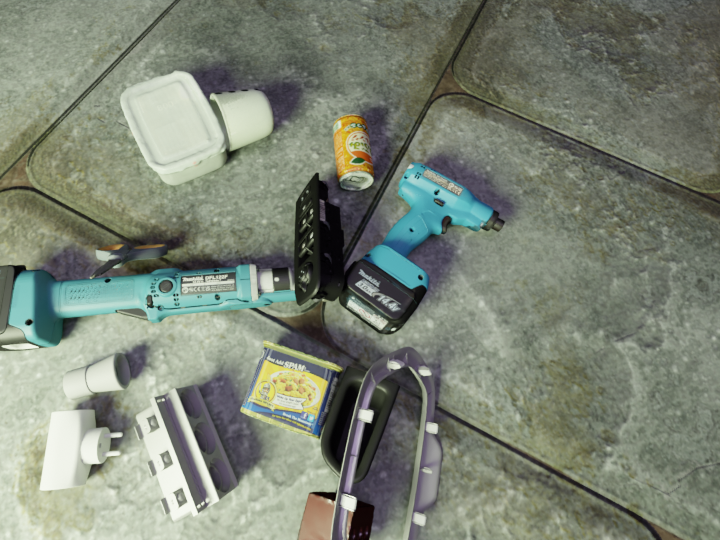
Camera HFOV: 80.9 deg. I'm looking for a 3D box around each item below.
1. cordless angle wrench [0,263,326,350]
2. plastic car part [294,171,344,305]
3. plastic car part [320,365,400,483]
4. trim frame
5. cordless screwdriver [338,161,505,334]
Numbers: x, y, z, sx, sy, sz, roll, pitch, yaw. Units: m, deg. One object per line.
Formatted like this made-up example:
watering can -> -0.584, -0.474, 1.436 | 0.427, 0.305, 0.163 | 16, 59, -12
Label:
cordless angle wrench -> -0.243, 0.030, 0.537 | 0.418, 0.073, 0.100 | -5, 69, -8
plastic car part -> -0.054, -0.035, 0.552 | 0.064, 0.067, 0.209 | 28, 39, -28
plastic car part -> -0.005, 0.183, 0.484 | 0.068, 0.068, 0.117 | 15, 55, 15
trim frame -> 0.038, 0.204, 0.445 | 0.029, 0.174, 0.252 | -7, 60, 36
cordless screwdriver -> 0.087, -0.027, 0.577 | 0.162, 0.073, 0.248 | 29, 65, 7
